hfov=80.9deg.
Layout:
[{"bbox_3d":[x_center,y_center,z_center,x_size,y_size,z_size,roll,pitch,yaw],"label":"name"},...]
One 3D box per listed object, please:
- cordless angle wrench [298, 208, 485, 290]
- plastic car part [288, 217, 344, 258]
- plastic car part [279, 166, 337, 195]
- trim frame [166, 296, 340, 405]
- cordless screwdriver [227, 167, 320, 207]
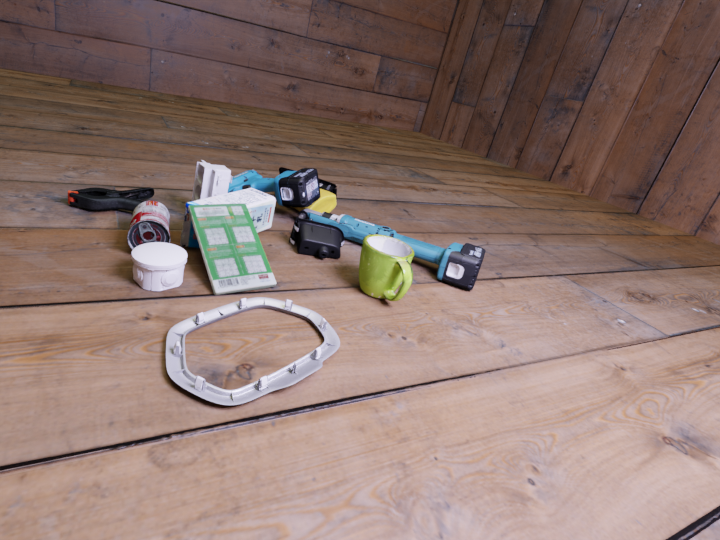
[{"bbox_3d":[0.051,-0.070,0.946,0.439,0.073,0.096,20,25,20],"label":"cordless angle wrench"},{"bbox_3d":[-0.085,-0.056,0.870,0.114,0.065,0.073,12,39,-11],"label":"plastic car part"},{"bbox_3d":[-0.166,-0.237,1.213,0.213,0.064,0.066,28,53,27],"label":"plastic car part"},{"bbox_3d":[-0.137,0.093,0.562,0.194,0.027,0.239,30,28,31],"label":"trim frame"},{"bbox_3d":[-0.232,-0.199,1.032,0.260,0.072,0.156,9,31,29],"label":"cordless screwdriver"}]
